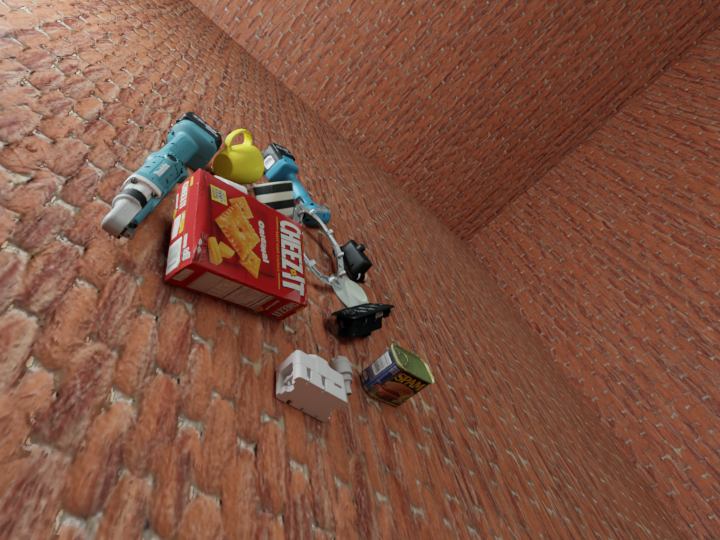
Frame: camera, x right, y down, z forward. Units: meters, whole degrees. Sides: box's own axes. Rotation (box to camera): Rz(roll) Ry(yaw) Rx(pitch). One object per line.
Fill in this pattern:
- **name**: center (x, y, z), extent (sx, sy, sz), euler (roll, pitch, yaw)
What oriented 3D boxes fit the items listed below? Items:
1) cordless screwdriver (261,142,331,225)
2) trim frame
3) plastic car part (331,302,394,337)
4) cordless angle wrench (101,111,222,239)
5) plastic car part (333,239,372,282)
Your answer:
- **cordless screwdriver**: center (-0.185, -0.221, 1.108), extent (0.255, 0.075, 0.153), euler (54, 20, 14)
- **trim frame**: center (-0.093, -0.061, 0.947), extent (0.176, 0.028, 0.256), euler (43, 23, -27)
- **plastic car part**: center (0.001, 0.098, 0.840), extent (0.069, 0.067, 0.194), euler (10, 1, 25)
- **cordless angle wrench**: center (-0.325, -0.167, 0.704), extent (0.094, 0.075, 0.436), euler (37, 22, -24)
- **plastic car part**: center (-0.014, -0.033, 1.072), extent (0.063, 0.071, 0.121), euler (16, 38, -58)
